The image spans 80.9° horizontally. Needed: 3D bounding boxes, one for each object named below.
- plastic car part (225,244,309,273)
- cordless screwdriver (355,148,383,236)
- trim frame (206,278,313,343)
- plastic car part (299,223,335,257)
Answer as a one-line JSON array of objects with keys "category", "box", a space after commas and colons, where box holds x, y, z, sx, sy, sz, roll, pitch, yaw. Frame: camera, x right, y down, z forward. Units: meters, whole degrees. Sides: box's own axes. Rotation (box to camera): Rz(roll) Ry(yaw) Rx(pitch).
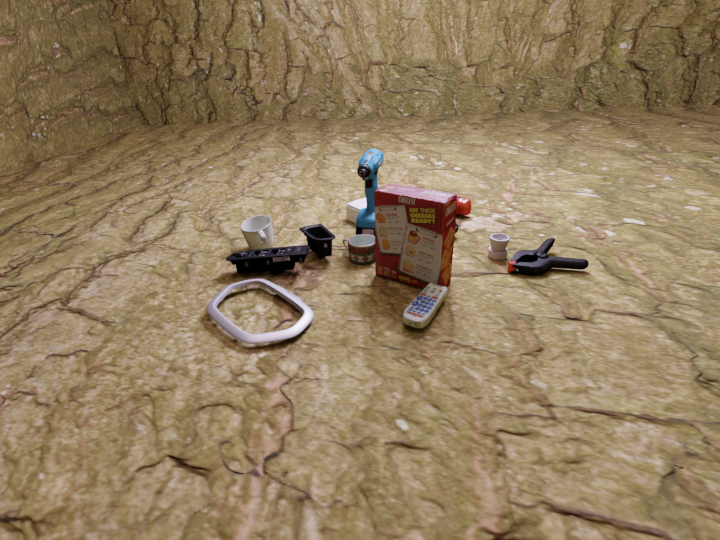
[{"category": "plastic car part", "box": [-0.226, -0.025, 1.037, 0.205, 0.065, 0.067, -1, 28, 6]}, {"category": "cordless screwdriver", "box": [0.023, -0.179, 1.100, 0.076, 0.242, 0.159, 5, 28, 13]}, {"category": "trim frame", "box": [-0.211, 0.080, 0.885, 0.179, 0.027, 0.263, -28, 37, -36]}, {"category": "plastic car part", "box": [-0.107, -0.070, 1.099, 0.064, 0.069, 0.123, -15, 30, -21]}]
